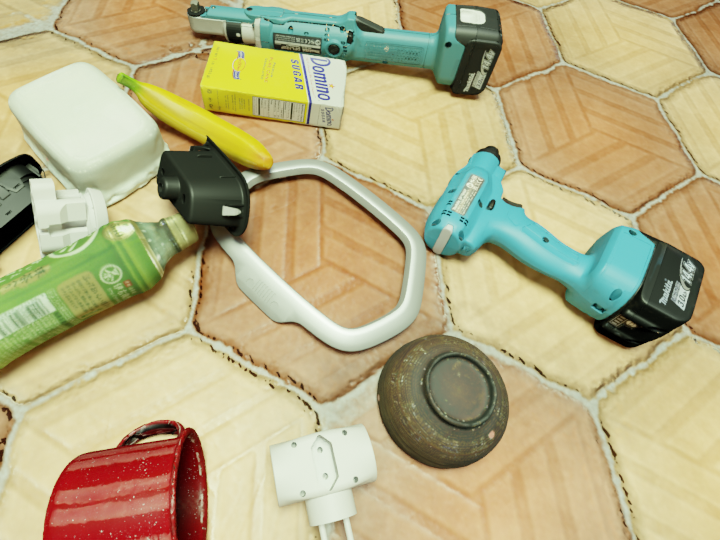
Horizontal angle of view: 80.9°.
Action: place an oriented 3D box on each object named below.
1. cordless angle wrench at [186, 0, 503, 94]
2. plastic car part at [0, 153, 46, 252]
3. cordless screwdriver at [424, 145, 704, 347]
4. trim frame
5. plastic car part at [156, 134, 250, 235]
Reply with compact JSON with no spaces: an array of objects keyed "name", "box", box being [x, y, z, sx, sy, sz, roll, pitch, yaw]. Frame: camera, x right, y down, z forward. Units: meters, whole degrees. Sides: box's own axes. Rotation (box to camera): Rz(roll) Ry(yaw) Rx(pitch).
[{"name":"cordless angle wrench","box":[-0.032,-0.323,0.585,0.426,0.095,0.076,8,61,3]},{"name":"plastic car part","box":[-0.367,-0.030,0.394,0.067,0.066,0.204,28,61,-4]},{"name":"cordless screwdriver","box":[0.209,-0.040,0.455,0.256,0.072,0.159,28,61,14]},{"name":"trim frame","box":[-0.044,-0.029,0.447,0.255,0.027,0.182,40,63,14]},{"name":"plastic car part","box":[-0.161,-0.082,0.410,0.068,0.065,0.123,-2,36,-41]}]
